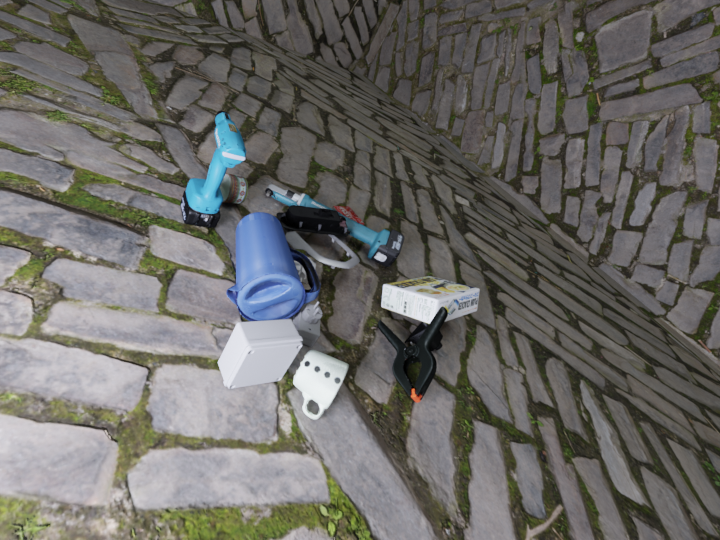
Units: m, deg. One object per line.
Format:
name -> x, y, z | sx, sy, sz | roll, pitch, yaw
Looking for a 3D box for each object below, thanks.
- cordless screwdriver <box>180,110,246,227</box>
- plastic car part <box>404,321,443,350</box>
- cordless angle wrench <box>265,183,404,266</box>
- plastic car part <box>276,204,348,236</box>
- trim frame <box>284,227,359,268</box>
cordless screwdriver -> -0.333, -0.225, 0.948 | 0.071, 0.250, 0.167 | 7, 45, -38
plastic car part -> 0.168, 0.162, 1.026 | 0.072, 0.067, 0.113 | 55, 31, 6
cordless angle wrench -> -0.081, -0.147, 1.228 | 0.423, 0.074, 0.098 | 27, 49, 0
plastic car part -> -0.118, -0.134, 1.110 | 0.195, 0.067, 0.069 | 1, 56, -25
trim frame -> -0.107, -0.070, 1.098 | 0.175, 0.027, 0.263 | 4, 30, -42
